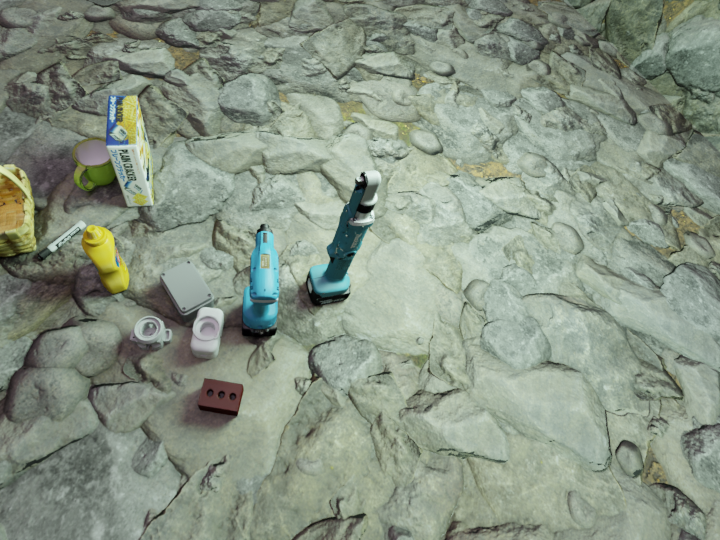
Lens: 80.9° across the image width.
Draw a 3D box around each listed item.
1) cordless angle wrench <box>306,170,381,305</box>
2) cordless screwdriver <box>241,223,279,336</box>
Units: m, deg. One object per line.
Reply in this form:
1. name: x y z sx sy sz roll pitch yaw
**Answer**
1. cordless angle wrench: -0.030 -0.052 0.838 0.095 0.419 0.077 -8 64 -20
2. cordless screwdriver: -0.200 0.030 0.856 0.073 0.246 0.164 2 60 -15
